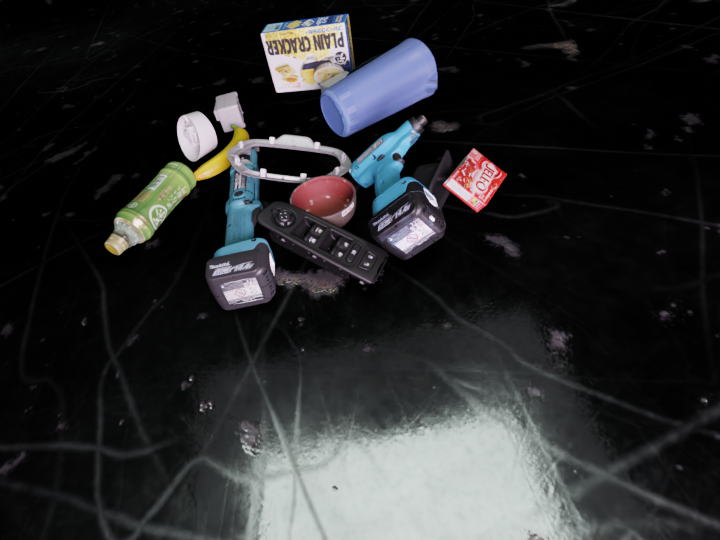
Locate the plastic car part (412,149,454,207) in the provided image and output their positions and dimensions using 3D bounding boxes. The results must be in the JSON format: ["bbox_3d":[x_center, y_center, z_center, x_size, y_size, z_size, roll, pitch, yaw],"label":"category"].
[{"bbox_3d":[0.111,-0.144,0.728,0.075,0.063,0.116,8,53,38],"label":"plastic car part"}]

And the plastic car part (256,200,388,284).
[{"bbox_3d":[-0.063,-0.041,0.649,0.205,0.066,0.066,30,63,5],"label":"plastic car part"}]

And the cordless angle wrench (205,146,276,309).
[{"bbox_3d":[-0.212,-0.119,0.770,0.098,0.071,0.440,-13,45,-1],"label":"cordless angle wrench"}]

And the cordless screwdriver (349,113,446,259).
[{"bbox_3d":[0.069,-0.147,0.678,0.161,0.070,0.259,-39,39,23],"label":"cordless screwdriver"}]

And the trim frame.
[{"bbox_3d":[-0.140,-0.223,0.836,0.250,0.027,0.188,5,38,2],"label":"trim frame"}]
